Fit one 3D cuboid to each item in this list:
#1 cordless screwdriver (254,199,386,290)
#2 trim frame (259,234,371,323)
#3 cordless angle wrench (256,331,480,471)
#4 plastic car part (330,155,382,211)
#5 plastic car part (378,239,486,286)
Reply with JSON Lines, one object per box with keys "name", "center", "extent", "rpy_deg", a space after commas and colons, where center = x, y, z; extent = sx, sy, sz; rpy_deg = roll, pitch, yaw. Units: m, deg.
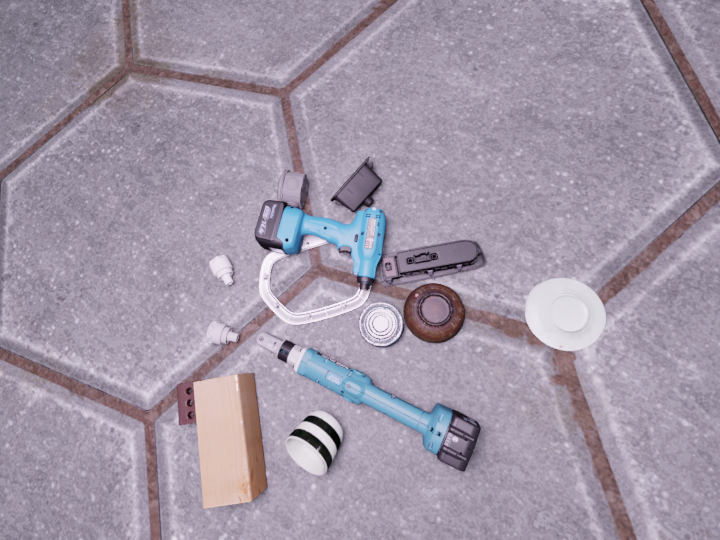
{"name": "cordless screwdriver", "center": [-0.081, -0.053, 0.831], "extent": [0.253, 0.072, 0.161], "rpy_deg": [7, 77, 9]}
{"name": "trim frame", "center": [-0.091, 0.007, 0.862], "extent": [0.251, 0.026, 0.189], "rpy_deg": [-17, 71, 8]}
{"name": "cordless angle wrench", "center": [-0.010, 0.208, 0.759], "extent": [0.439, 0.094, 0.074], "rpy_deg": [22, 84, 19]}
{"name": "plastic car part", "center": [0.000, -0.167, 0.879], "extent": [0.071, 0.065, 0.116], "rpy_deg": [39, 88, 2]}
{"name": "plastic car part", "center": [0.135, -0.023, 0.808], "extent": [0.205, 0.065, 0.068], "rpy_deg": [-9, 68, 6]}
